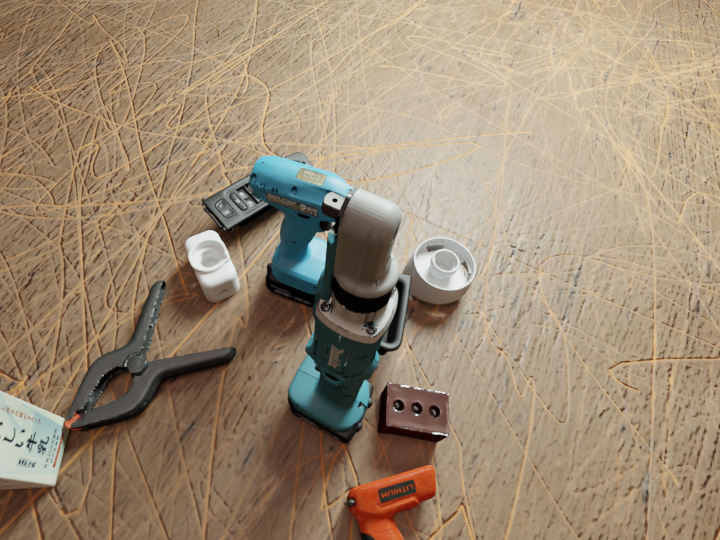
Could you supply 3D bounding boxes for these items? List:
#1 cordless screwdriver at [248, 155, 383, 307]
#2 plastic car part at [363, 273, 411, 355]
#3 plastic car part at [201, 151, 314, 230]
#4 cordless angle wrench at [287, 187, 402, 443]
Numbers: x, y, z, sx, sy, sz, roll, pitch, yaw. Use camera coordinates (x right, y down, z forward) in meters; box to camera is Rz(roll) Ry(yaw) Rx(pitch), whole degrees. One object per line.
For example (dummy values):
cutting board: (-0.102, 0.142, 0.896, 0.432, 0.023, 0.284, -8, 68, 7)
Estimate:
cordless screwdriver: (-0.053, -0.035, 0.546, 0.162, 0.243, 0.075, 20, 59, 6)
plastic car part: (0.028, 0.065, 0.589, 0.066, 0.069, 0.118, 11, 59, 1)
plastic car part: (-0.158, -0.127, 0.703, 0.069, 0.065, 0.200, 42, 65, 19)
cordless angle wrench: (-0.016, 0.072, 0.381, 0.100, 0.413, 0.074, 26, 60, 8)
